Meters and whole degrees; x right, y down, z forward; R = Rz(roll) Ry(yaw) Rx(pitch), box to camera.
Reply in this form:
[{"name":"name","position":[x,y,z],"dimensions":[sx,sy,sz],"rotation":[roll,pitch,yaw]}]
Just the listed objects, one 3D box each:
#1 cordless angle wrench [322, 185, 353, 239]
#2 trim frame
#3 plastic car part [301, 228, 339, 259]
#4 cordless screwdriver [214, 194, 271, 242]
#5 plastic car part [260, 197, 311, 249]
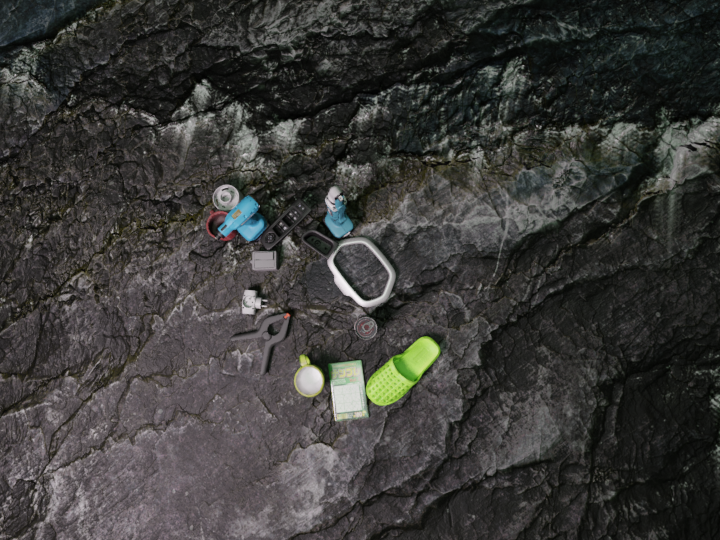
[{"name":"cordless angle wrench","position":[-0.068,-0.175,1.236],"dimensions":[0.074,0.418,0.099],"rotation":[-34,86,-5]},{"name":"trim frame","position":[0.002,0.002,1.400],"dimensions":[0.184,0.027,0.253],"rotation":[-39,81,-3]},{"name":"plastic car part","position":[-0.137,-0.090,1.402],"dimensions":[0.118,0.070,0.066],"rotation":[33,84,6]},{"name":"cordless screwdriver","position":[-0.369,-0.140,1.336],"dimensions":[0.075,0.246,0.159],"rotation":[44,85,3]},{"name":"plastic car part","position":[-0.253,-0.151,1.422],"dimensions":[0.202,0.066,0.067],"rotation":[-44,84,-4]}]
